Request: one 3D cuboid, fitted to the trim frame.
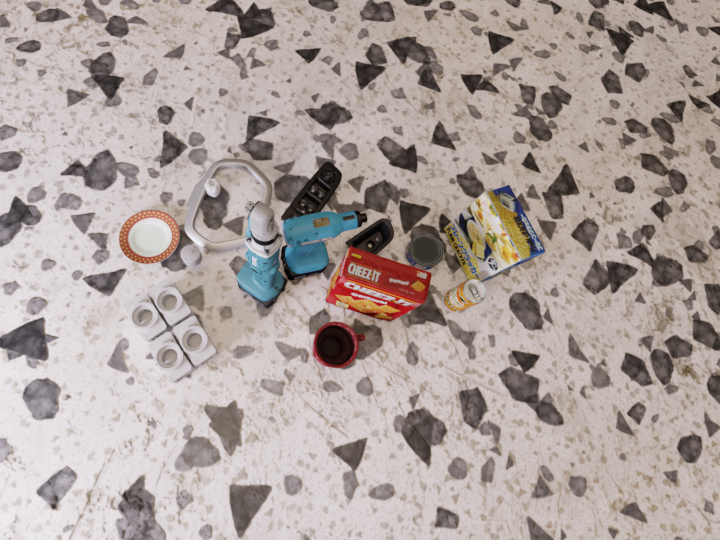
[{"bbox_3d":[-0.310,-0.157,0.992,0.183,0.027,0.251,15,70,-2],"label":"trim frame"}]

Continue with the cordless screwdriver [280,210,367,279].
[{"bbox_3d":[-0.085,-0.056,0.871,0.156,0.248,0.076,-13,77,-15],"label":"cordless screwdriver"}]

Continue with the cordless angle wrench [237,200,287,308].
[{"bbox_3d":[-0.174,-0.021,0.754,0.098,0.422,0.074,36,70,-1],"label":"cordless angle wrench"}]

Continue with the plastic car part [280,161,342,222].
[{"bbox_3d":[-0.111,-0.170,1.003,0.067,0.067,0.203,32,70,0],"label":"plastic car part"}]

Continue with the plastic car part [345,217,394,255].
[{"bbox_3d":[0.023,-0.063,0.983,0.115,0.071,0.067,-37,83,-18],"label":"plastic car part"}]
